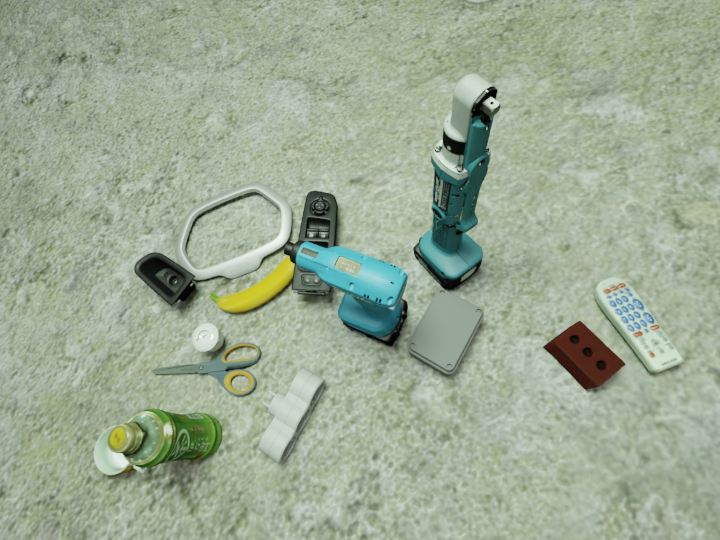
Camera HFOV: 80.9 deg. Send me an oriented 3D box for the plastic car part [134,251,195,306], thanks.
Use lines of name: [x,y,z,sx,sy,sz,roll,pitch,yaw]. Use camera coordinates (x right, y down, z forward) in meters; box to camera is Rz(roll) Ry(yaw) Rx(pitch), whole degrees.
plastic car part: [-0.355,0.016,0.790,0.121,0.068,0.066,31,77,21]

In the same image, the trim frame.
trim frame: [-0.250,-0.076,0.827,0.249,0.026,0.191,-22,65,3]

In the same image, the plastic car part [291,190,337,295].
plastic car part: [-0.074,-0.048,0.754,0.068,0.064,0.207,-1,68,10]

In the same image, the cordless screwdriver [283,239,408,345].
cordless screwdriver: [-0.011,0.031,0.610,0.165,0.239,0.074,21,74,17]

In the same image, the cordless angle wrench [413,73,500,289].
cordless angle wrench: [0.120,-0.086,0.537,0.074,0.407,0.102,-36,69,-6]
